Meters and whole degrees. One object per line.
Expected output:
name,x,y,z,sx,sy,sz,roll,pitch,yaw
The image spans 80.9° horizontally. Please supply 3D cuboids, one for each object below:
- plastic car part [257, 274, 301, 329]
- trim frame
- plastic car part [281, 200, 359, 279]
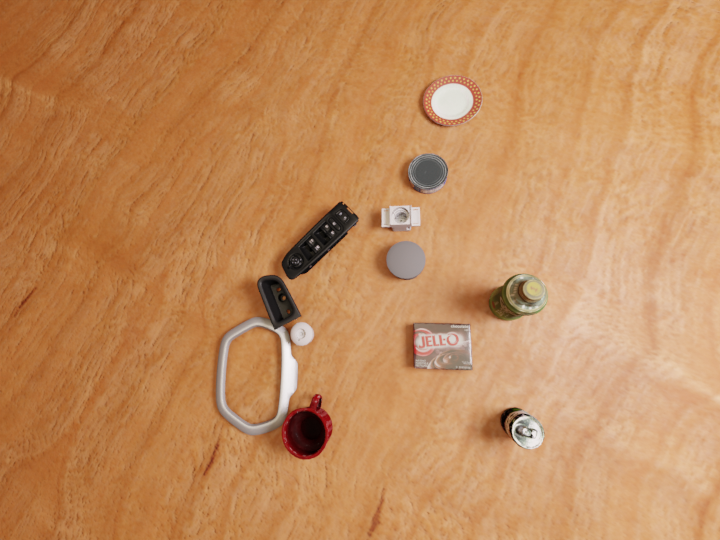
plastic car part,-0.175,0.065,0.931,0.066,0.069,0.120,-28,74,3
trim frame,-0.229,0.228,0.926,0.188,0.026,0.252,-2,76,12
plastic car part,-0.092,-0.060,0.944,0.203,0.065,0.068,-42,74,0
